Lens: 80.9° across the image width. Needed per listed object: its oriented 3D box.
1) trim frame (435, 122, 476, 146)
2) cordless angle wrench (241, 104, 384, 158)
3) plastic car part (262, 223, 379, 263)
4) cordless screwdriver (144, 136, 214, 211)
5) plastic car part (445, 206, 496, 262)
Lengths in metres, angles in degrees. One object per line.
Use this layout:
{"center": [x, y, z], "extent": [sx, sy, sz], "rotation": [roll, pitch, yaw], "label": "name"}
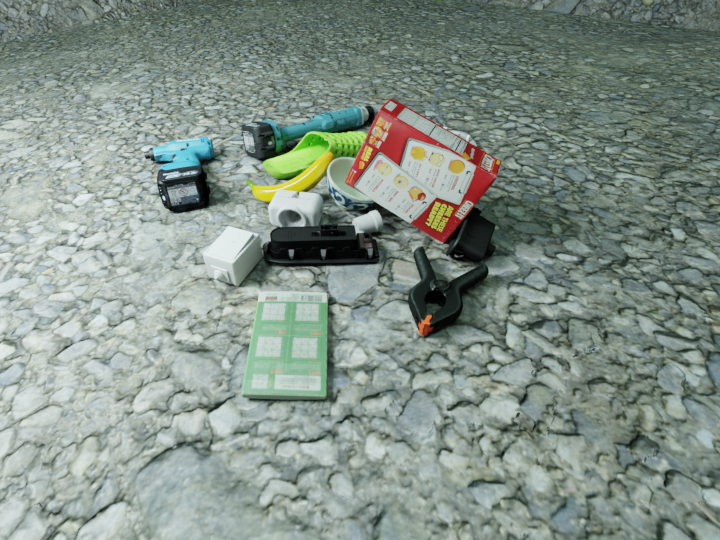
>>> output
{"center": [0.158, -0.322, 1.045], "extent": [0.254, 0.026, 0.186], "rotation": [6, 42, 12], "label": "trim frame"}
{"center": [-0.094, -0.375, 1.081], "extent": [0.412, 0.072, 0.104], "rotation": [-25, 32, -28], "label": "cordless angle wrench"}
{"center": [-0.071, -0.047, 0.728], "extent": [0.203, 0.064, 0.068], "rotation": [-4, 49, 1], "label": "plastic car part"}
{"center": [-0.405, -0.222, 0.927], "extent": [0.157, 0.072, 0.260], "rotation": [-10, 39, -9], "label": "cordless screwdriver"}
{"center": [0.197, -0.053, 0.728], "extent": [0.072, 0.065, 0.117], "rotation": [24, 49, 5], "label": "plastic car part"}
